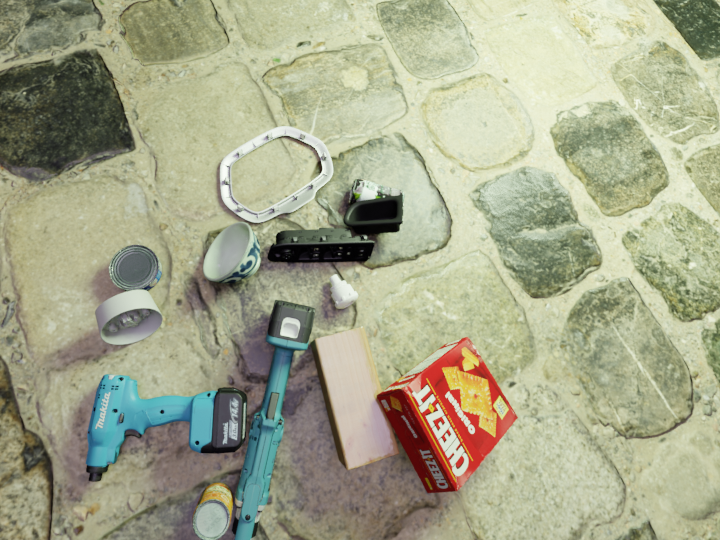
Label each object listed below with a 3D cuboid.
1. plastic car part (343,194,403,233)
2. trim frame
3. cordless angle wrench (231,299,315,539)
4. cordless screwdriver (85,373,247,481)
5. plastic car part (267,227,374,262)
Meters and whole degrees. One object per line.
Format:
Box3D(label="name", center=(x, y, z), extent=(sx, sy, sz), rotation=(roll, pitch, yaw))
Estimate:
Box3D(label="plastic car part", center=(0.033, -0.099, 0.836), extent=(0.120, 0.067, 0.067), rotation=(-5, 58, 22))
Box3D(label="trim frame", center=(-0.173, -0.203, 0.872), extent=(0.245, 0.027, 0.187), rotation=(-35, 81, -18))
Box3D(label="cordless angle wrench", center=(-0.155, 0.265, 0.700), extent=(0.074, 0.098, 0.427), rotation=(12, 76, -7))
Box3D(label="cordless screwdriver", center=(-0.313, 0.260, 0.686), extent=(0.248, 0.073, 0.162), rotation=(5, 73, -2))
Box3D(label="plastic car part", center=(-0.080, -0.052, 0.817), extent=(0.200, 0.065, 0.069), rotation=(-6, 66, -9))
